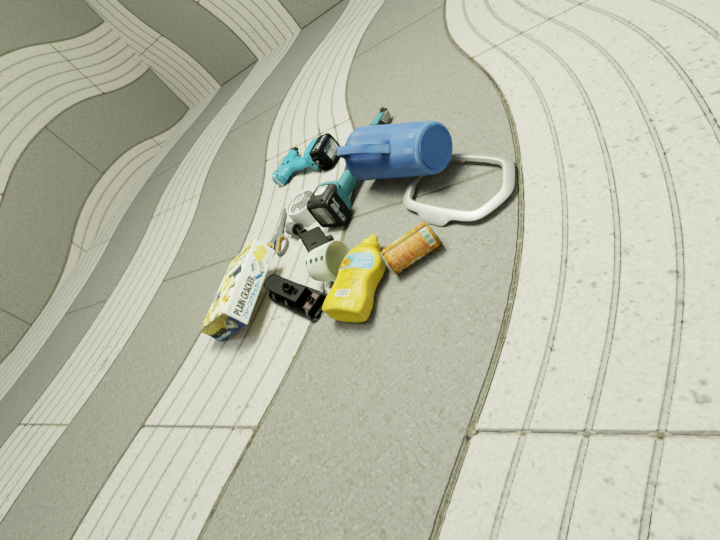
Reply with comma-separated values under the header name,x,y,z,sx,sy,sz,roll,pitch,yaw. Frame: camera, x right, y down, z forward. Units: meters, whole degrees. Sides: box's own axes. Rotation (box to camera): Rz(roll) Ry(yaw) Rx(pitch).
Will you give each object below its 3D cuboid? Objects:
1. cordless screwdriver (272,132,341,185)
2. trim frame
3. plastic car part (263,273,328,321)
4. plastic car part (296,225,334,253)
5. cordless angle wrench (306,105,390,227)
name,x,y,z,sx,sy,sz,roll,pitch,yaw
cordless screwdriver,-0.169,-0.364,1.339,0.259,0.071,0.160,-9,49,42
trim frame,0.192,-0.168,0.853,0.184,0.026,0.263,-52,39,-12
plastic car part,-0.157,0.051,0.942,0.214,0.063,0.066,14,71,51
plastic car part,-0.098,-0.064,1.002,0.070,0.063,0.123,-31,39,-7
cordless angle wrench,-0.005,-0.292,1.113,0.078,0.093,0.424,-4,48,41
